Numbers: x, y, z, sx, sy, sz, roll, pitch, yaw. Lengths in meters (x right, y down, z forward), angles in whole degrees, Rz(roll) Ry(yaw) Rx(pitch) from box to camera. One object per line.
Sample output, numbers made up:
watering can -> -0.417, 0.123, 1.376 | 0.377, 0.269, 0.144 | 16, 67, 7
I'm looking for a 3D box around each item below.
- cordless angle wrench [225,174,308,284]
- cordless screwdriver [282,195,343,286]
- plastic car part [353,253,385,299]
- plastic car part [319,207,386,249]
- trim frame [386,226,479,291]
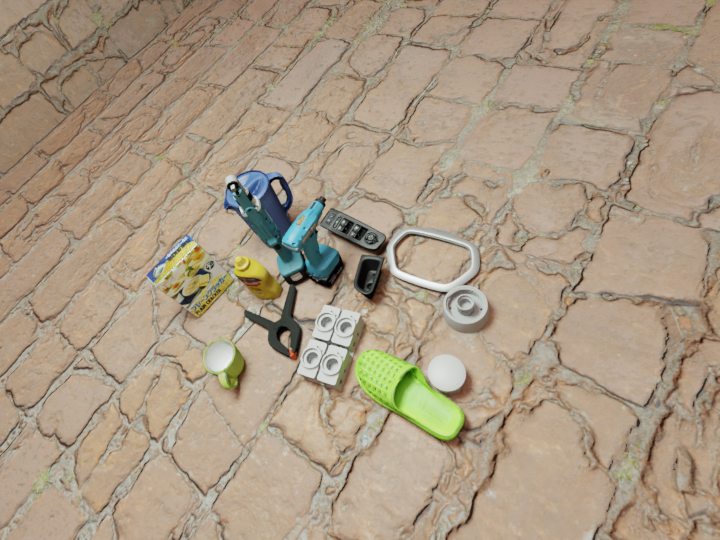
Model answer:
cordless angle wrench -> -0.237, -0.100, 1.086 | 0.074, 0.403, 0.102 | -25, 56, 1
cordless screwdriver -> -0.110, -0.072, 1.124 | 0.078, 0.237, 0.159 | 22, 68, 27
plastic car part -> 0.024, 0.025, 1.119 | 0.068, 0.067, 0.118 | 6, 62, 22
plastic car part -> -0.018, -0.107, 1.219 | 0.214, 0.064, 0.066 | 27, 71, 31
trim frame -> 0.188, -0.036, 1.123 | 0.260, 0.026, 0.185 | 16, 66, 28
